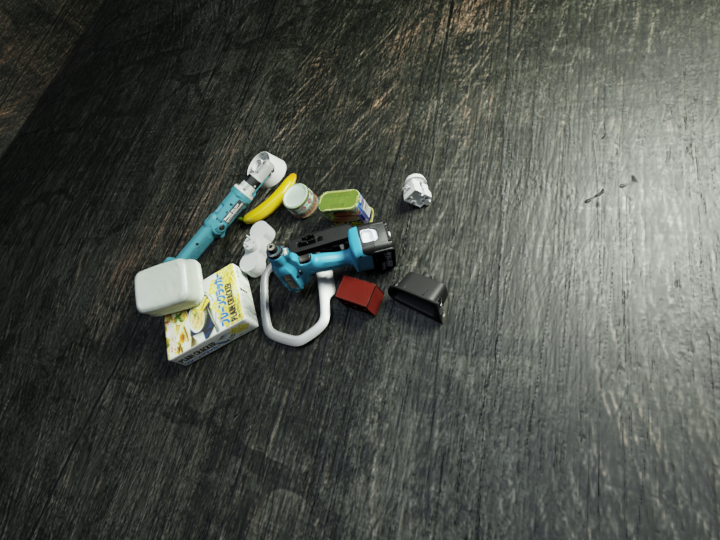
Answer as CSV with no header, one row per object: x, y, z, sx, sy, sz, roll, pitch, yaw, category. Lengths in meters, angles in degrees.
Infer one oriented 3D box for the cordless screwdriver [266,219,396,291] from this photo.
-0.059,-0.035,0.849,0.251,0.152,0.077,-15,59,7,cordless screwdriver

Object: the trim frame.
-0.144,0.049,0.943,0.188,0.026,0.258,-22,55,17,trim frame

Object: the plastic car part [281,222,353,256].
-0.091,-0.060,0.935,0.204,0.064,0.069,-14,48,3,plastic car part

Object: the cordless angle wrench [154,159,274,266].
-0.369,-0.120,1.093,0.423,0.092,0.079,-50,52,0,cordless angle wrench

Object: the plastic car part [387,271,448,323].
0.116,0.037,0.798,0.123,0.063,0.070,27,64,38,plastic car part
